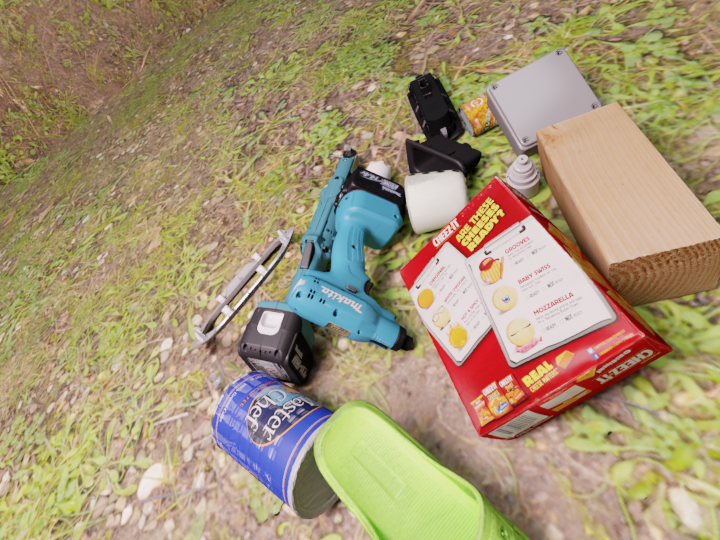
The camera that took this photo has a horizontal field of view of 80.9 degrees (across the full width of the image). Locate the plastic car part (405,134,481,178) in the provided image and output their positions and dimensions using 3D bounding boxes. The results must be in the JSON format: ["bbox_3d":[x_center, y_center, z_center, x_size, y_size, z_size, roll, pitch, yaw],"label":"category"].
[{"bbox_3d":[0.135,-0.173,0.650,0.070,0.063,0.123,-38,46,-19],"label":"plastic car part"}]

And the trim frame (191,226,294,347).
[{"bbox_3d":[-0.189,0.023,0.679,0.248,0.027,0.189,-52,18,-6],"label":"trim frame"}]

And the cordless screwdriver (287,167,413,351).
[{"bbox_3d":[0.013,-0.018,0.574,0.074,0.157,0.252,123,169,-51],"label":"cordless screwdriver"}]

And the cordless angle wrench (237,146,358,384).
[{"bbox_3d":[-0.064,-0.042,0.658,0.077,0.093,0.428,4,54,17],"label":"cordless angle wrench"}]

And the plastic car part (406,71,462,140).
[{"bbox_3d":[0.127,-0.296,0.746,0.067,0.063,0.210,-18,51,11],"label":"plastic car part"}]
